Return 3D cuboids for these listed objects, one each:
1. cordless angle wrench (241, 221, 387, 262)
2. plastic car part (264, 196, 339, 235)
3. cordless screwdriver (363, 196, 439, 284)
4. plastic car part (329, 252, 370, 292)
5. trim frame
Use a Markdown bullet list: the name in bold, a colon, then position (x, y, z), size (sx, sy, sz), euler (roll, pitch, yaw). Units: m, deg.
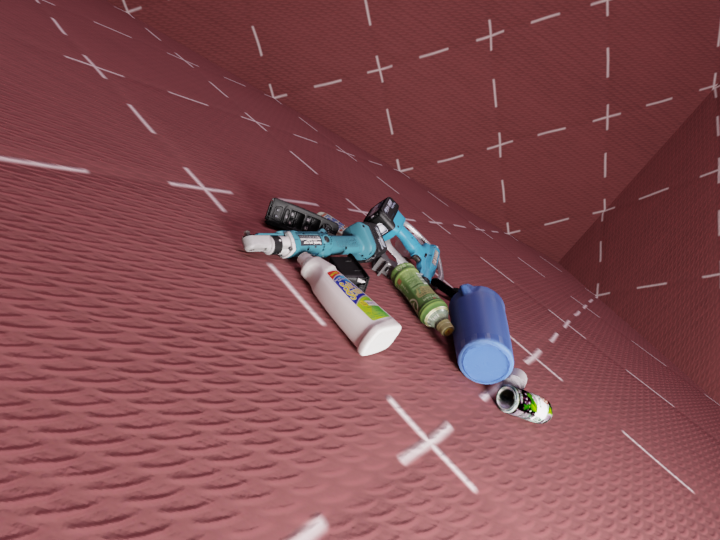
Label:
- **cordless angle wrench**: position (-0.094, -0.061, 0.962), size (0.404, 0.076, 0.100), euler (-5, 69, -51)
- **plastic car part**: position (-0.148, -0.117, 1.046), size (0.193, 0.066, 0.070), euler (17, -6, -30)
- **cordless screwdriver**: position (0.118, -0.073, 1.158), size (0.242, 0.076, 0.160), euler (42, 42, -15)
- **plastic car part**: position (-0.037, 0.008, 0.927), size (0.068, 0.065, 0.123), euler (3, 30, -28)
- **trim frame**: position (0.157, -0.050, 1.244), size (0.243, 0.028, 0.184), euler (43, 43, -11)
